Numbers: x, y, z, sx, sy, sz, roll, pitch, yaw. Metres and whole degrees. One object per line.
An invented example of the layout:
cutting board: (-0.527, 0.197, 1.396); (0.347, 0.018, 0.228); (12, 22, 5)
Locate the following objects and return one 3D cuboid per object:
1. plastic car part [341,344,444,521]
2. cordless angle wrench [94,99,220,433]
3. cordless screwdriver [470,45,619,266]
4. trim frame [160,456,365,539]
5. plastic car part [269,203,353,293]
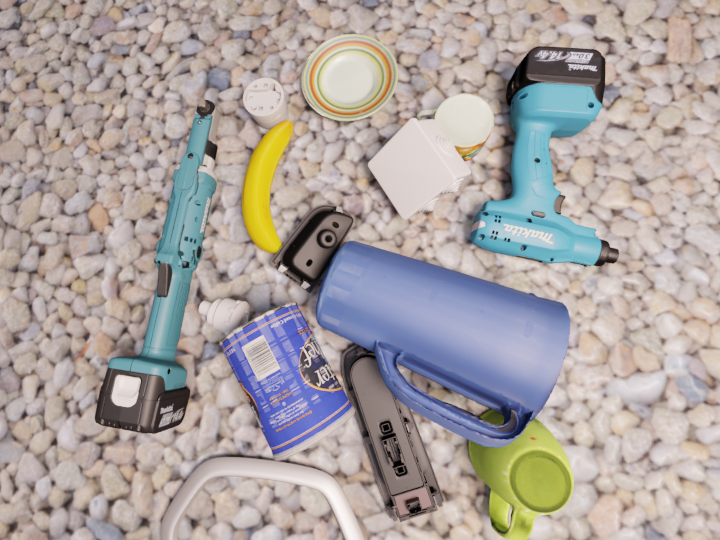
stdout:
plastic car part: (0.028, 0.180, 0.483); (0.067, 0.065, 0.207); (-22, 75, 8)
cordless angle wrench: (-0.234, -0.025, 0.545); (0.075, 0.096, 0.428); (6, 76, 5)
cordless screwdriver: (0.238, -0.131, 0.506); (0.162, 0.073, 0.249); (13, 86, 8)
trim frame: (-0.116, 0.318, 0.492); (0.251, 0.027, 0.186); (2, 79, 6)
plastic car part: (-0.051, -0.033, 0.518); (0.064, 0.073, 0.116); (36, 87, -14)
